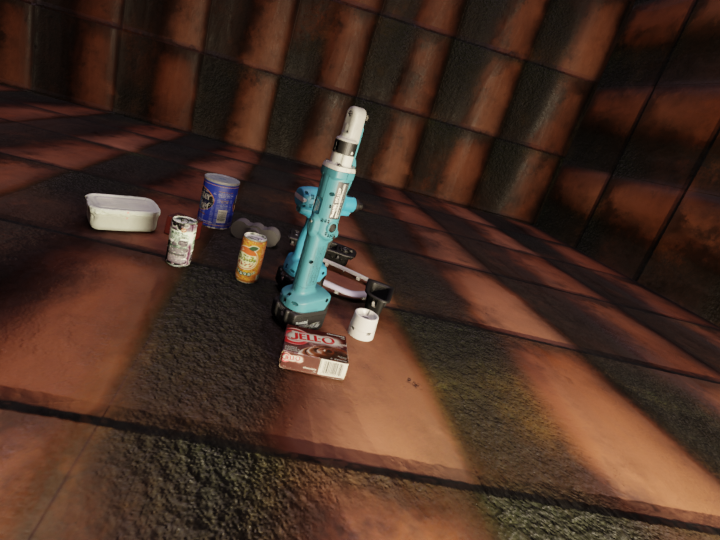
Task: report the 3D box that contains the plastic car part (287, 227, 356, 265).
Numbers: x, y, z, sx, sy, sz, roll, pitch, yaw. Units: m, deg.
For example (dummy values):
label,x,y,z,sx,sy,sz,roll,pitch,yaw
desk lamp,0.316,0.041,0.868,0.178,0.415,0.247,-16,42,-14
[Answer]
label,x,y,z,sx,sy,sz,roll,pitch,yaw
plastic car part,-0.110,-0.058,1.193,0.201,0.066,0.068,14,19,-6

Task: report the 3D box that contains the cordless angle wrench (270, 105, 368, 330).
label,x,y,z,sx,sy,sz,roll,pitch,yaw
cordless angle wrench,-0.067,-0.086,0.774,0.093,0.419,0.079,-1,26,-45

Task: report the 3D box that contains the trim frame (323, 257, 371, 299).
label,x,y,z,sx,sy,sz,roll,pitch,yaw
trim frame,-0.066,0.014,1.090,0.256,0.027,0.181,21,20,14

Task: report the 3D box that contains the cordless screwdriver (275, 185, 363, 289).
label,x,y,z,sx,sy,sz,roll,pitch,yaw
cordless screwdriver,-0.092,-0.060,0.943,0.152,0.246,0.078,5,22,-33

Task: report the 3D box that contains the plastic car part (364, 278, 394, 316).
label,x,y,z,sx,sy,sz,roll,pitch,yaw
plastic car part,0.032,0.072,0.944,0.067,0.070,0.116,18,19,4
